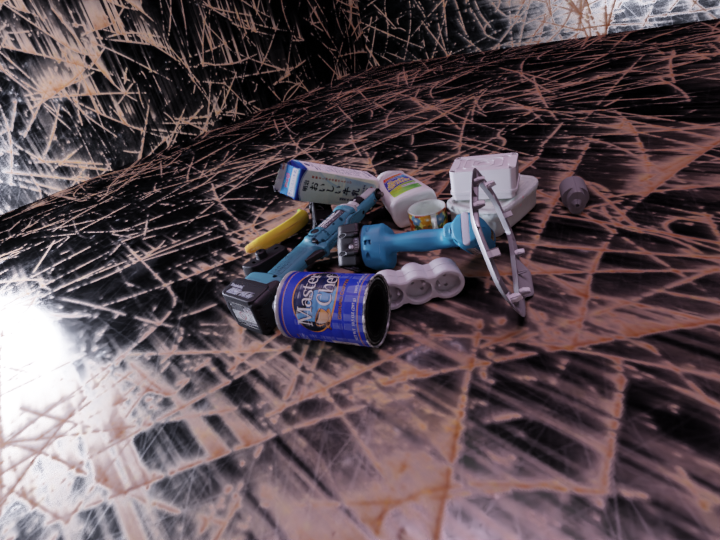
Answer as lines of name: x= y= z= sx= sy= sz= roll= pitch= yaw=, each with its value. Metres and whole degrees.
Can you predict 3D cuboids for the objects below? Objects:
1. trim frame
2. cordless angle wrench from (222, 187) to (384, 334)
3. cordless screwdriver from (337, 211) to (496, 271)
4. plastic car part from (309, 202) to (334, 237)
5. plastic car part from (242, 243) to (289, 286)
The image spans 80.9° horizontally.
trim frame: x=0.200 y=-0.048 z=0.599 sx=0.028 sy=0.178 sz=0.250 roll=-23 pitch=25 yaw=27
cordless angle wrench: x=-0.079 y=-0.052 z=0.812 sx=0.103 sy=0.071 sz=0.418 roll=9 pitch=42 yaw=36
cordless screwdriver: x=0.094 y=-0.043 z=0.714 sx=0.259 sy=0.075 sz=0.151 roll=-5 pitch=-10 yaw=29
plastic car part: x=-0.087 y=-0.124 z=0.965 sx=0.066 sy=0.064 sz=0.211 roll=-9 pitch=30 yaw=-8
plastic car part: x=-0.178 y=-0.012 z=0.819 sx=0.114 sy=0.068 sz=0.070 roll=-33 pitch=33 yaw=-32
